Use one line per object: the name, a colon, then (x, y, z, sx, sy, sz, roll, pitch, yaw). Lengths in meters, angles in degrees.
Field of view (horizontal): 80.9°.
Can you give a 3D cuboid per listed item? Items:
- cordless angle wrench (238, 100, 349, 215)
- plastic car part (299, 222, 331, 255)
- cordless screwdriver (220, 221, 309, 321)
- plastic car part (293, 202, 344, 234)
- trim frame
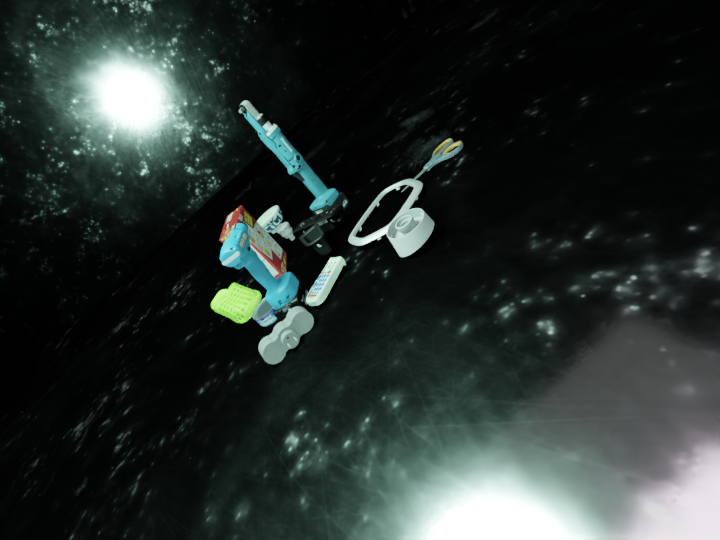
cordless angle wrench: (-0.196, -0.316, 1.224, 0.077, 0.406, 0.098, -12, 37, 48)
plastic car part: (-0.111, -0.073, 1.137, 0.066, 0.068, 0.121, -42, 27, 0)
cordless screwdriver: (-0.223, -0.002, 0.998, 0.075, 0.239, 0.164, -34, 26, 16)
plastic car part: (-0.118, -0.137, 1.239, 0.211, 0.064, 0.066, -10, 40, 45)
trim frame: (0.062, -0.149, 1.069, 0.192, 0.026, 0.248, -4, 46, 50)
